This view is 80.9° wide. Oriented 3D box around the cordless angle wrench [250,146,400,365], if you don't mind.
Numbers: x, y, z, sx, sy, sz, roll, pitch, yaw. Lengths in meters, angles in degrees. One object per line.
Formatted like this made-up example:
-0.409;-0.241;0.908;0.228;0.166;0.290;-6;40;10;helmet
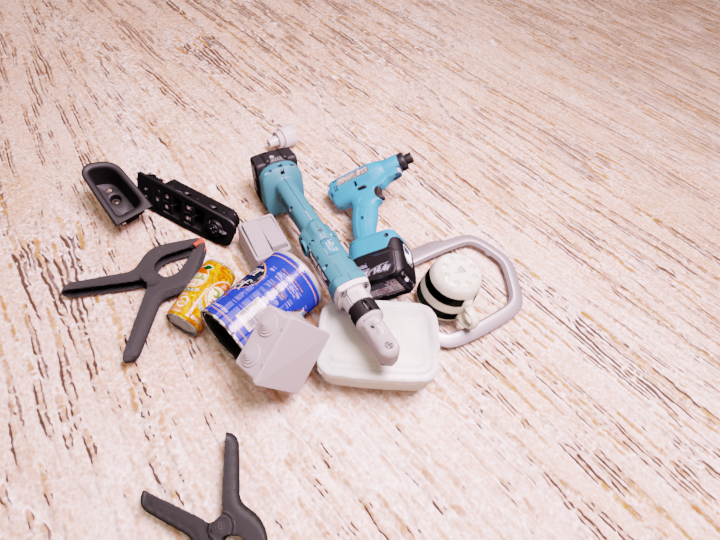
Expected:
-0.062;-0.040;0.632;0.073;0.095;0.445;-20;50;-19;cordless angle wrench

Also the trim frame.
0.151;0.024;0.694;0.244;0.027;0.192;-25;62;-19;trim frame

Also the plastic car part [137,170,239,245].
-0.289;-0.107;0.726;0.209;0.065;0.066;29;31;15;plastic car part

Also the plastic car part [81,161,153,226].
-0.412;-0.123;0.714;0.065;0.071;0.118;-37;83;-29;plastic car part

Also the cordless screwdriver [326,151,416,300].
0.035;-0.082;0.689;0.162;0.070;0.258;-25;53;20;cordless screwdriver
